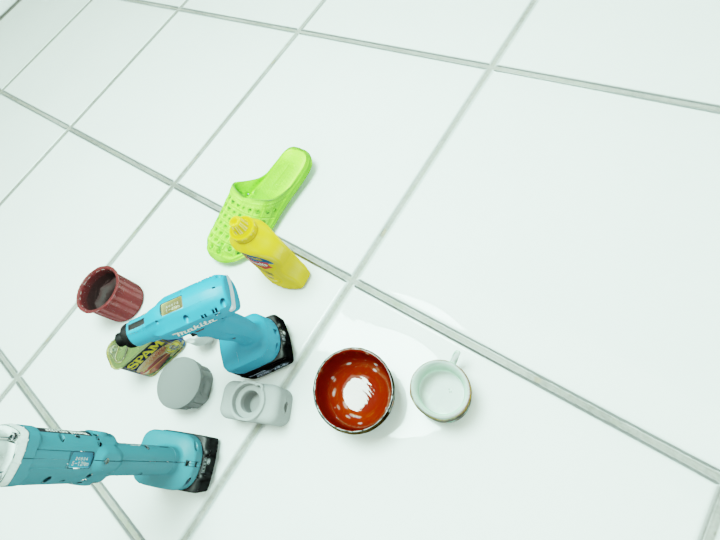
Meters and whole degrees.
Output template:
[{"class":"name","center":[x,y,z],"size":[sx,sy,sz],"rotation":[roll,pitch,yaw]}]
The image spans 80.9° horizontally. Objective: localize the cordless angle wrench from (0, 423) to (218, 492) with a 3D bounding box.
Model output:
[{"class":"cordless angle wrench","center":[-0.308,0.211,0.478],"size":[0.101,0.403,0.076],"rotation":[1,66,16]}]

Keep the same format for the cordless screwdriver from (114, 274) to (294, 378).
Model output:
[{"class":"cordless screwdriver","center":[-0.202,0.094,0.595],"size":[0.160,0.237,0.077],"rotation":[-23,61,6]}]
